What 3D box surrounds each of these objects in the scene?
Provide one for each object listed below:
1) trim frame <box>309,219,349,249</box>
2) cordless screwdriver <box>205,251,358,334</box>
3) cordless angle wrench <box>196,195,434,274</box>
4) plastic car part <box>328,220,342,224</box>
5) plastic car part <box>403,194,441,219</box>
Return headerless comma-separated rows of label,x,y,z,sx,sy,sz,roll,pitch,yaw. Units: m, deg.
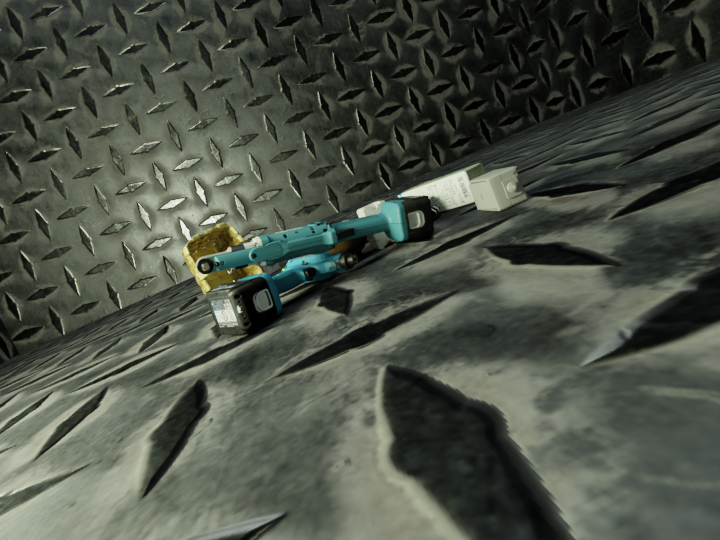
trim frame,-0.110,-0.072,1.128,0.182,0.027,0.253,-44,10,-20
cordless screwdriver,-0.124,0.023,0.716,0.166,0.073,0.242,-11,12,38
cordless angle wrench,-0.073,-0.057,0.742,0.413,0.073,0.102,-15,13,-18
plastic car part,-0.111,-0.101,1.289,0.211,0.064,0.066,-15,26,44
plastic car part,0.113,-0.134,0.960,0.120,0.070,0.065,-16,9,25
